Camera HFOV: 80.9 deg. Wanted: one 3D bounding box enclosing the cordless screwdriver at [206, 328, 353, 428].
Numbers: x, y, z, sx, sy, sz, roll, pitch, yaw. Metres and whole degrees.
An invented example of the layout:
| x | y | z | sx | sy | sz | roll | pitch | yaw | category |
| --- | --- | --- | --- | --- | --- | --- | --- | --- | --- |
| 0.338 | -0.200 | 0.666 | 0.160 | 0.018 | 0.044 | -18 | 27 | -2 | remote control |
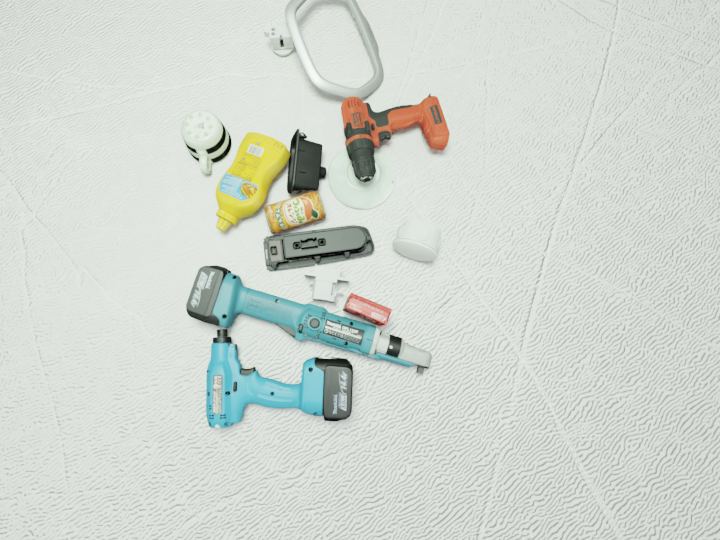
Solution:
| x | y | z | sx | sy | sz | roll | pitch | yaw | category |
| --- | --- | --- | --- | --- | --- | --- | --- | --- | --- |
| -0.137 | 0.176 | 0.713 | 0.250 | 0.073 | 0.161 | -3 | 79 | 3 | cordless screwdriver |

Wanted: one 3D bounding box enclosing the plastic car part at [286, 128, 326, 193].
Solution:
| x | y | z | sx | sy | sz | roll | pitch | yaw | category |
| --- | --- | --- | --- | --- | --- | --- | --- | --- | --- |
| -0.099 | -0.196 | 0.796 | 0.069 | 0.067 | 0.117 | 3 | 82 | -16 | plastic car part |

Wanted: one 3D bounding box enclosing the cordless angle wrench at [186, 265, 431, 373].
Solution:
| x | y | z | sx | sy | sz | roll | pitch | yaw | category |
| --- | --- | --- | --- | --- | --- | --- | --- | --- | --- |
| -0.082 | 0.093 | 0.732 | 0.424 | 0.074 | 0.098 | 17 | 80 | 1 | cordless angle wrench |

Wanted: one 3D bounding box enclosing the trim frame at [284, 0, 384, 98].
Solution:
| x | y | z | sx | sy | sz | roll | pitch | yaw | category |
| --- | --- | --- | --- | --- | --- | --- | --- | --- | --- |
| -0.046 | -0.452 | 0.832 | 0.180 | 0.028 | 0.249 | -23 | 88 | -20 | trim frame |

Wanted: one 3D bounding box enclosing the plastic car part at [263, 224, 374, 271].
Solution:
| x | y | z | sx | sy | sz | roll | pitch | yaw | category |
| --- | --- | --- | --- | --- | --- | --- | --- | --- | --- |
| -0.075 | -0.049 | 0.764 | 0.202 | 0.066 | 0.068 | -7 | 74 | -4 | plastic car part |
